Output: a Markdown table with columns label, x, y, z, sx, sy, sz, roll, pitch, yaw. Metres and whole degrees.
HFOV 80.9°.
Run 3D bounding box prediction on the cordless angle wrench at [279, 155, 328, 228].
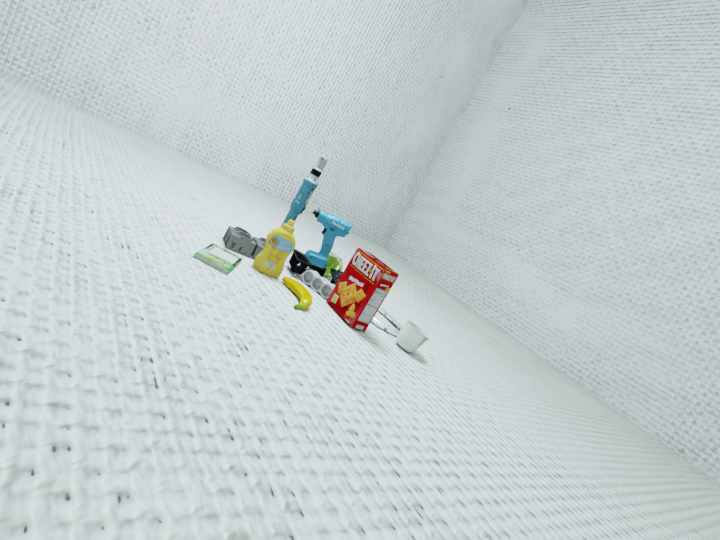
| label | x | y | z | sx | sy | sz | roll | pitch | yaw |
| --- | --- | --- | --- | --- | --- | --- | --- | --- | --- |
| cordless angle wrench | -0.238 | -0.248 | 1.620 | 0.077 | 0.422 | 0.095 | 32 | 9 | 14 |

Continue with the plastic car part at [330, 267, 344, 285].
| label | x | y | z | sx | sy | sz | roll | pitch | yaw |
| --- | --- | --- | --- | --- | --- | --- | --- | --- | --- |
| plastic car part | -0.081 | 0.054 | 1.573 | 0.064 | 0.067 | 0.209 | 26 | 10 | -18 |

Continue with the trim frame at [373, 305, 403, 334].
| label | x | y | z | sx | sy | sz | roll | pitch | yaw |
| --- | --- | --- | --- | --- | --- | --- | --- | --- | --- |
| trim frame | 0.073 | 0.166 | 1.551 | 0.174 | 0.027 | 0.262 | 22 | 12 | -36 |

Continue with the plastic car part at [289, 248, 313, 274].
| label | x | y | z | sx | sy | sz | roll | pitch | yaw |
| --- | --- | --- | --- | --- | --- | --- | --- | --- | --- |
| plastic car part | -0.229 | -0.024 | 1.540 | 0.063 | 0.071 | 0.122 | 24 | 11 | -29 |

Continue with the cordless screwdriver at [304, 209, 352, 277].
| label | x | y | z | sx | sy | sz | roll | pitch | yaw |
| --- | --- | --- | --- | --- | --- | --- | --- | --- | --- |
| cordless screwdriver | -0.158 | -0.104 | 1.620 | 0.156 | 0.248 | 0.076 | 28 | 9 | -12 |
